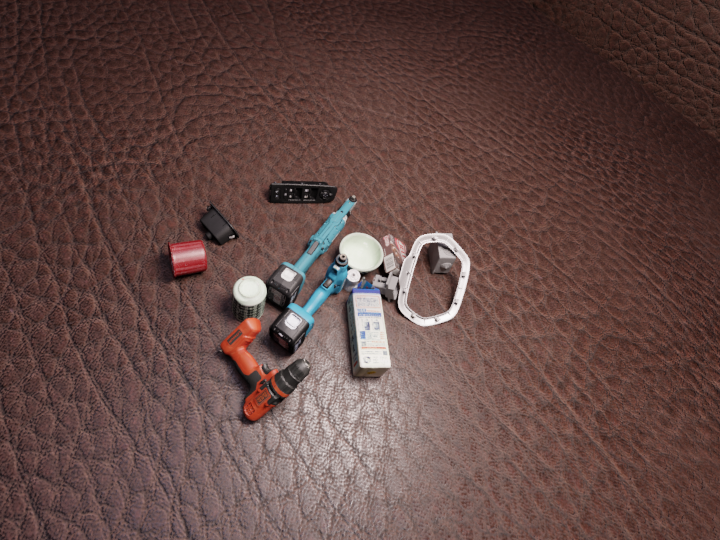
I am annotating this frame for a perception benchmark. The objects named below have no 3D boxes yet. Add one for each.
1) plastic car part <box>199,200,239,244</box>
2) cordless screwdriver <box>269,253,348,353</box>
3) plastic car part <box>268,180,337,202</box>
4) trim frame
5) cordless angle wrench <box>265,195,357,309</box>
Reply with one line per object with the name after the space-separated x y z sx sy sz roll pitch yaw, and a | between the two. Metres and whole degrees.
-0.391 -0.117 1.144 0.070 0.064 0.120 -38 74 -15 | plastic car part
-0.111 0.071 1.009 0.076 0.157 0.247 35 59 8 | cordless screwdriver
-0.172 -0.238 1.266 0.200 0.065 0.069 1 32 -9 | plastic car part
0.191 0.024 1.110 0.183 0.028 0.249 17 87 -4 | trim frame
-0.113 -0.074 1.153 0.075 0.097 0.422 30 52 5 | cordless angle wrench
